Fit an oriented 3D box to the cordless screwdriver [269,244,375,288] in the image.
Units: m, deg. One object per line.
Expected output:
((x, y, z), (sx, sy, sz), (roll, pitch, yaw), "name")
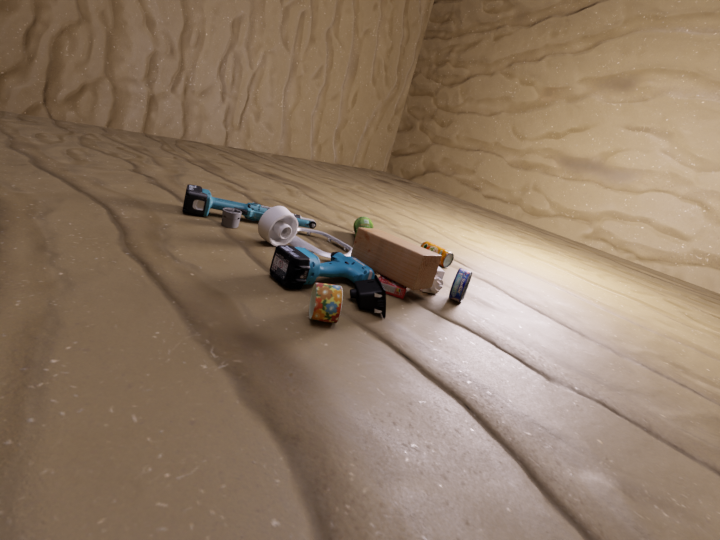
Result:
((-0.101, -0.015, 1.021), (0.237, 0.074, 0.168), (4, 20, -38), "cordless screwdriver")

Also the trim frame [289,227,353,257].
((-0.123, -0.081, 1.259), (0.176, 0.027, 0.263), (-5, 28, -46), "trim frame")

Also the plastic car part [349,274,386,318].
((0.013, 0.053, 0.938), (0.070, 0.065, 0.120), (-3, 18, -9), "plastic car part")

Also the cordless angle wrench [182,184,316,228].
((-0.342, -0.187, 1.345), (0.409, 0.073, 0.102), (10, 19, -19), "cordless angle wrench")
